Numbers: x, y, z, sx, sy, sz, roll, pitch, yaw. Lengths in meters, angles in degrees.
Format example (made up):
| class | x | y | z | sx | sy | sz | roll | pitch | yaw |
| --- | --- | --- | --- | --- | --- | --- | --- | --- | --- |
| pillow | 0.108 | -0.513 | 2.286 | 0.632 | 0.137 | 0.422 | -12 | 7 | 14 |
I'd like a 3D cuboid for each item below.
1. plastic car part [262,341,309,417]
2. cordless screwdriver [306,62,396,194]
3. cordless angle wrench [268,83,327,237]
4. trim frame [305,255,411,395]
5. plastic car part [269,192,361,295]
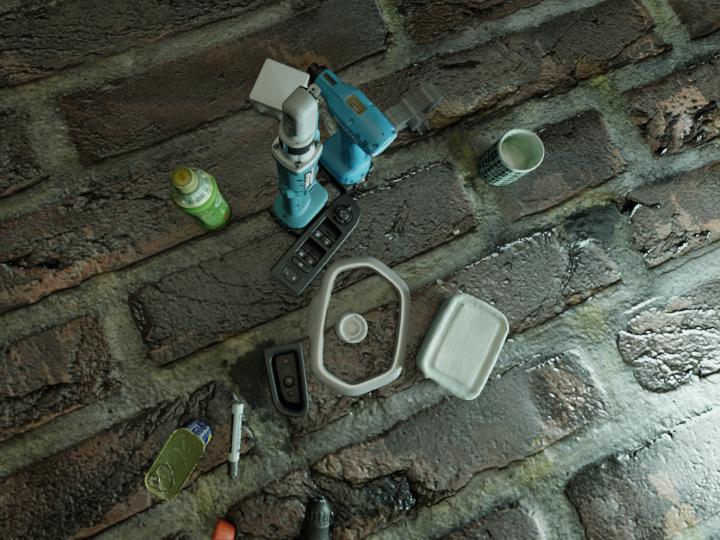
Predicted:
| class | x | y | z | sx | sy | sz | roll | pitch | yaw |
| --- | --- | --- | --- | --- | --- | --- | --- | --- | --- |
| plastic car part | -0.123 | 0.184 | 0.718 | 0.065 | 0.071 | 0.118 | -10 | 82 | -7 |
| cordless screwdriver | -0.032 | -0.224 | 0.699 | 0.074 | 0.249 | 0.160 | -41 | 89 | -10 |
| cordless angle wrench | -0.088 | -0.133 | 0.594 | 0.074 | 0.423 | 0.098 | 41 | 80 | -2 |
| trim frame | -0.004 | 0.095 | 0.760 | 0.184 | 0.027 | 0.250 | 8 | 80 | -1 |
| plastic car part | -0.074 | -0.049 | 0.760 | 0.067 | 0.067 | 0.202 | 39 | 81 | 1 |
